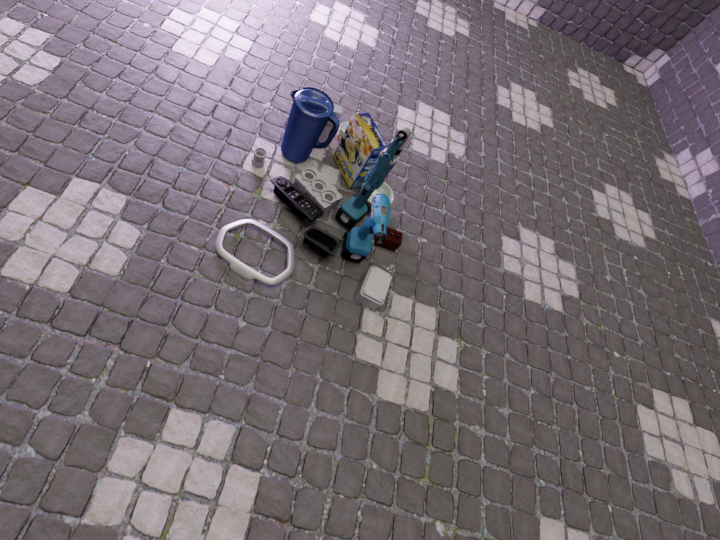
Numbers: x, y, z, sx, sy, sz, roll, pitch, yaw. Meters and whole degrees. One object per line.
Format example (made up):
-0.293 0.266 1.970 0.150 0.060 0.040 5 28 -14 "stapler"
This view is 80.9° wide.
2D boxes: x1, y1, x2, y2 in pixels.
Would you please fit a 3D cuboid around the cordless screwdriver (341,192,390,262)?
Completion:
0.017 -0.099 1.259 0.072 0.249 0.163 15 58 -17 "cordless screwdriver"

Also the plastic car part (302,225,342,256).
-0.128 -0.083 1.304 0.116 0.071 0.066 30 55 -3 "plastic car part"

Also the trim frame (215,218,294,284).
-0.308 -0.056 1.247 0.248 0.027 0.184 31 55 0 "trim frame"

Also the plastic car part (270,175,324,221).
-0.212 -0.227 1.362 0.207 0.067 0.065 46 55 9 "plastic car part"

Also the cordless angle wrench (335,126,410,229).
0.040 -0.273 1.266 0.075 0.424 0.097 44 54 2 "cordless angle wrench"
